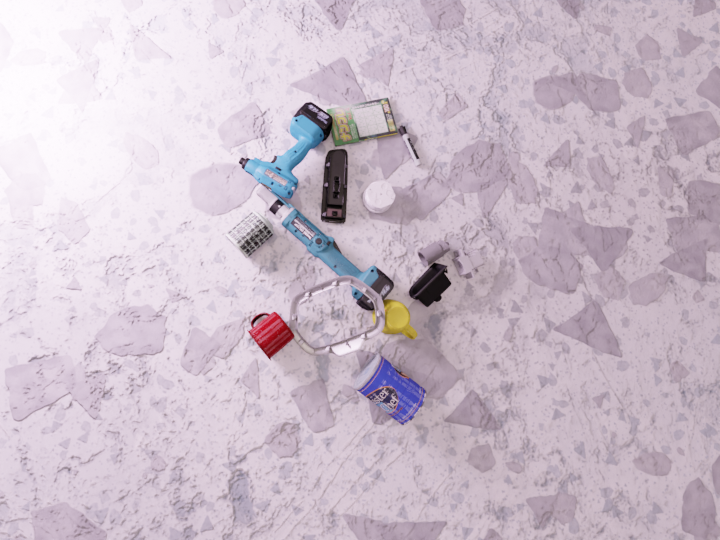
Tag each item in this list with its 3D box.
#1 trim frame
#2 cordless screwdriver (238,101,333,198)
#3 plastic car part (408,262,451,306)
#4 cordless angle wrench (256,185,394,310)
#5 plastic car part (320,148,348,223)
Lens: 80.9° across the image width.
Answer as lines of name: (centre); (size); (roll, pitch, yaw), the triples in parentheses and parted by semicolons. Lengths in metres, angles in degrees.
trim frame: (-0.062, 0.116, 1.022); (0.252, 0.027, 0.183); (-22, 94, 14)
cordless screwdriver: (-0.187, -0.320, 1.086); (0.159, 0.074, 0.249); (30, 76, 0)
plastic car part: (0.184, 0.045, 1.082); (0.069, 0.068, 0.116); (44, 84, -15)
cordless angle wrench: (-0.105, -0.068, 1.070); (0.427, 0.074, 0.097); (42, 78, 5)
plastic car part: (-0.066, -0.228, 1.102); (0.066, 0.066, 0.205); (3, 79, 0)
